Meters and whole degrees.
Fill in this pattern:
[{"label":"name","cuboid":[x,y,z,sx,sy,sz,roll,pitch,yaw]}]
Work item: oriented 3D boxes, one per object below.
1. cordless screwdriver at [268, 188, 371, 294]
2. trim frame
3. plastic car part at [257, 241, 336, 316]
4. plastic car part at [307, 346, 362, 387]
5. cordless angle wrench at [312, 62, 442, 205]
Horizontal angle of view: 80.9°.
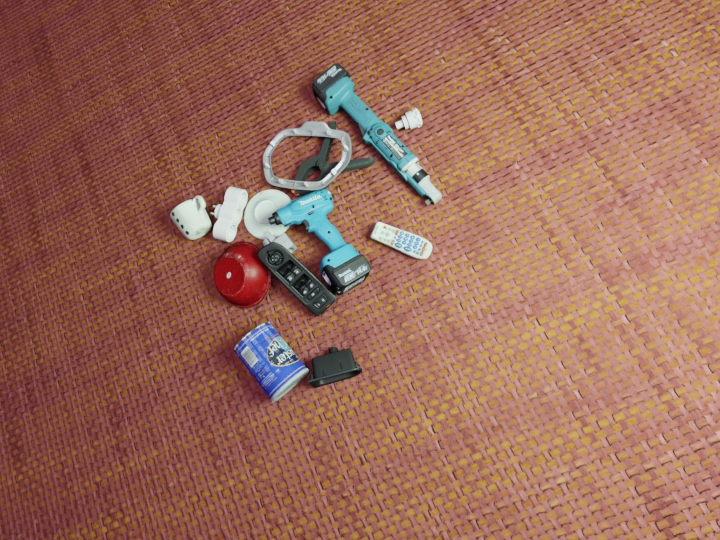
[{"label":"cordless screwdriver","cuboid":[-0.095,-0.062,0.967,0.157,0.073,0.257,-25,71,-16]},{"label":"trim frame","cuboid":[-0.138,-0.284,1.039,0.260,0.026,0.185,11,74,28]},{"label":"plastic car part","cuboid":[-0.145,0.009,0.966,0.199,0.068,0.067,44,105,-11]},{"label":"plastic car part","cuboid":[-0.060,0.207,0.930,0.117,0.063,0.074,-20,62,2]},{"label":"cordless angle wrench","cuboid":[0.046,-0.322,1.018,0.098,0.072,0.434,-40,76,0]}]
